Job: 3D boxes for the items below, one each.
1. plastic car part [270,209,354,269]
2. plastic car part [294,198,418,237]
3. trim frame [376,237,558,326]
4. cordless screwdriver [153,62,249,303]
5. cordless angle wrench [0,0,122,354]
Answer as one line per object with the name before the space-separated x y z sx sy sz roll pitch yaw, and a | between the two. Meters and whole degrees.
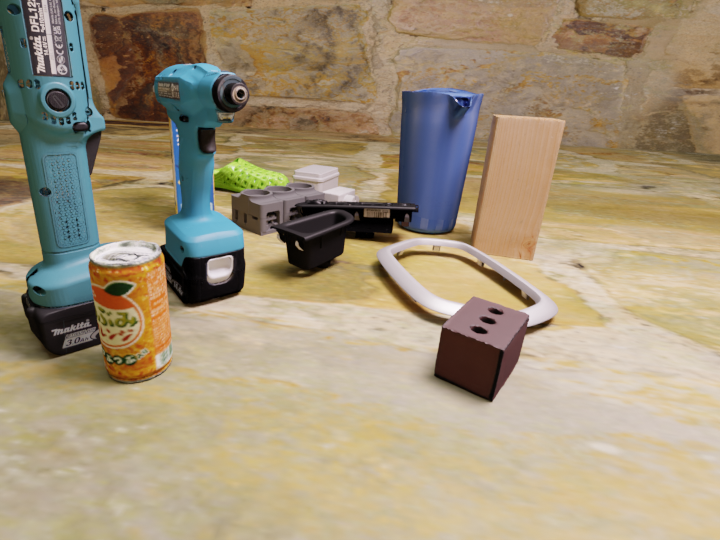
plastic car part | -0.056 -0.036 0.570 0.070 0.069 0.112 21 28 37
plastic car part | -0.009 -0.090 0.708 0.207 0.066 0.066 7 22 11
trim frame | 0.126 0.007 0.541 0.180 0.027 0.260 -5 24 -17
cordless screwdriver | -0.162 -0.085 0.448 0.071 0.244 0.168 -13 27 -39
cordless angle wrench | -0.248 -0.137 0.343 0.094 0.415 0.079 -14 27 -41
